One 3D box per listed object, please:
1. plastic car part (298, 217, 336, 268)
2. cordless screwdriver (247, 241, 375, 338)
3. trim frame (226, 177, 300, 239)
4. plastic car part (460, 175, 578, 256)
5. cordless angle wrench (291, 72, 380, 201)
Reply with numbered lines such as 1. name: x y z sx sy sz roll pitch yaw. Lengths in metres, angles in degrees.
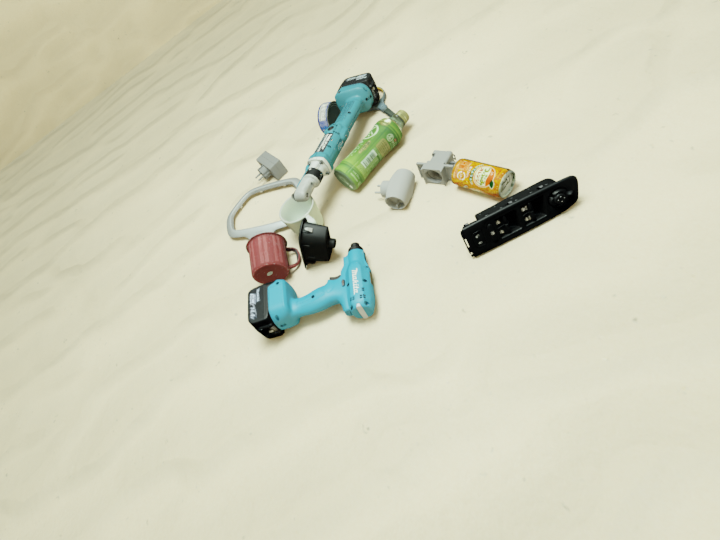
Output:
1. plastic car part: -0.086 -0.056 0.875 0.072 0.113 0.067 9 60 6
2. cordless screwdriver: -0.097 0.037 0.834 0.254 0.070 0.164 -16 51 15
3. trim frame: -0.241 -0.157 1.083 0.256 0.026 0.188 -10 53 22
4. plastic car part: 0.270 -0.100 0.730 0.206 0.064 0.068 -26 23 13
5. cordless angle wrench: -0.061 -0.319 1.009 0.102 0.070 0.426 0 52 31
